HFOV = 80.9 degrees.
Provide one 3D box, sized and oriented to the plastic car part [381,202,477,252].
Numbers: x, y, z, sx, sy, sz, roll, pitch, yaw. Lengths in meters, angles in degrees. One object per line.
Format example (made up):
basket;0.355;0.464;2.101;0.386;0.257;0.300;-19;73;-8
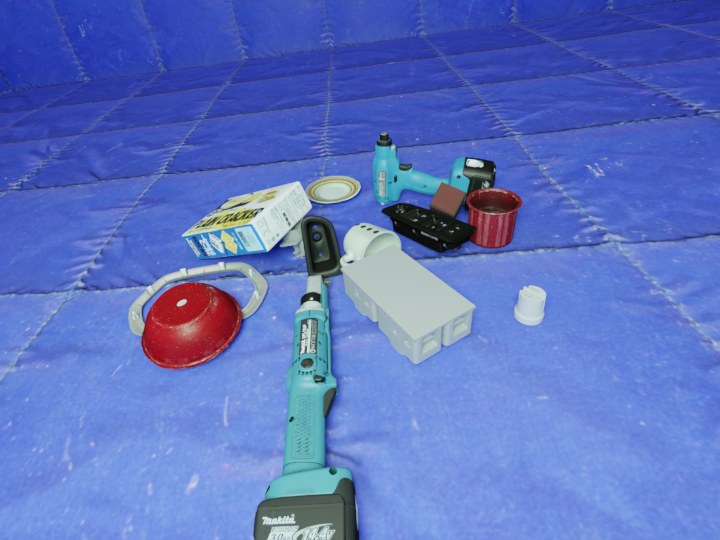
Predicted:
plastic car part;0.121;-0.080;0.795;0.065;0.064;0.215;-32;39;-19

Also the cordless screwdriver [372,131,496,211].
cordless screwdriver;0.148;-0.206;0.880;0.257;0.153;0.074;9;39;18

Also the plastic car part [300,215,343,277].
plastic car part;-0.076;-0.050;0.774;0.065;0.114;0.073;-12;13;-8

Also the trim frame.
trim frame;-0.288;0.047;0.752;0.248;0.026;0.191;-9;39;-2

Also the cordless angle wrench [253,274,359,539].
cordless angle wrench;-0.064;0.141;0.555;0.098;0.072;0.437;-7;36;0
